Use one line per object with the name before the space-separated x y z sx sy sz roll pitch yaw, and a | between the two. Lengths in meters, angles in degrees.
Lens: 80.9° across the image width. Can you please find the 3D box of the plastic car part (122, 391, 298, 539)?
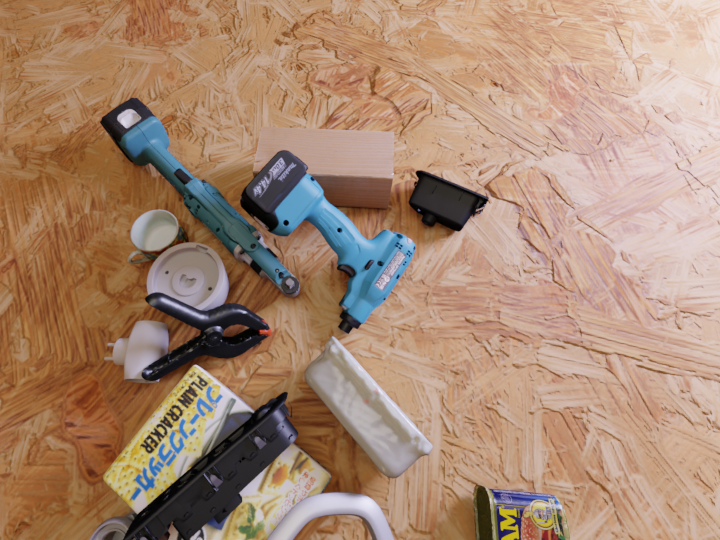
plastic car part | -0.143 0.213 0.446 0.068 0.066 0.201 45 73 7

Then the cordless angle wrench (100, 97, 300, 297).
cordless angle wrench | -0.245 -0.109 0.662 0.435 0.096 0.074 43 73 15

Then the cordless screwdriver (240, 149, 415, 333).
cordless screwdriver | -0.057 -0.037 0.582 0.243 0.076 0.159 36 81 -11

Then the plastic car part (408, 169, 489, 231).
plastic car part | 0.126 -0.099 0.654 0.120 0.064 0.071 25 83 15

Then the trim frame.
trim frame | -0.020 0.358 0.428 0.180 0.028 0.252 -16 80 -17
